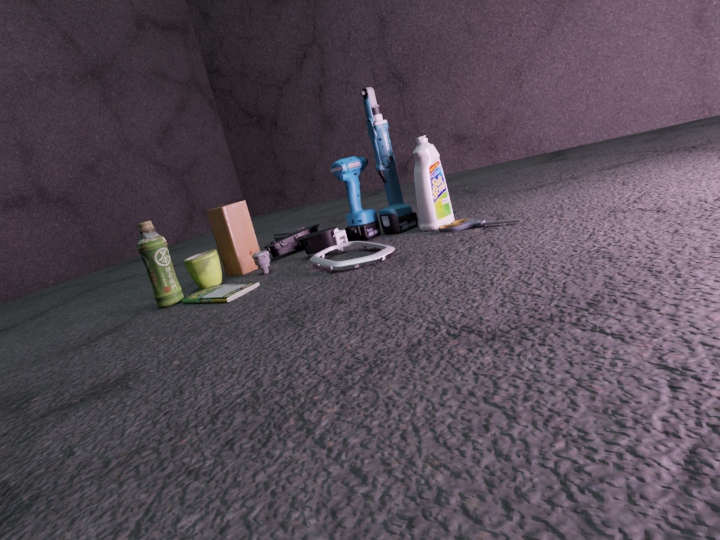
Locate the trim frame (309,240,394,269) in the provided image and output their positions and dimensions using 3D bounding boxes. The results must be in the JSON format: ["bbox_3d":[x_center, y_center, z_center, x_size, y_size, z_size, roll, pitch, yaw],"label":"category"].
[{"bbox_3d":[-0.023,-0.041,1.054,0.179,0.027,0.259,-21,15,-24],"label":"trim frame"}]

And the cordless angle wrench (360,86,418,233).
[{"bbox_3d":[0.071,-0.320,1.233,0.095,0.417,0.078,-20,11,-30],"label":"cordless angle wrench"}]

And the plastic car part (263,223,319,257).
[{"bbox_3d":[-0.222,-0.092,1.377,0.197,0.066,0.069,-23,15,-31],"label":"plastic car part"}]

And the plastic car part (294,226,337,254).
[{"bbox_3d":[-0.117,-0.077,1.202,0.119,0.070,0.065,-10,12,18],"label":"plastic car part"}]

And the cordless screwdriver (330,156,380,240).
[{"bbox_3d":[-0.001,-0.221,1.277,0.078,0.245,0.154,-6,13,39],"label":"cordless screwdriver"}]
